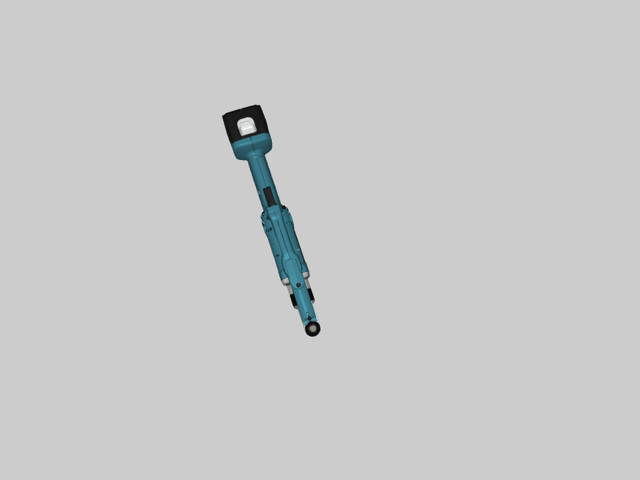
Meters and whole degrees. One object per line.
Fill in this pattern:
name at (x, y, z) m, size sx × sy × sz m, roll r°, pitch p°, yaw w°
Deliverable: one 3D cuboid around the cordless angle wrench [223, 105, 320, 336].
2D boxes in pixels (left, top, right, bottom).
cordless angle wrench at (-0.078, -0.032, 0.762) m, size 0.074 × 0.422 × 0.098 m, roll -18°, pitch -9°, yaw -6°
